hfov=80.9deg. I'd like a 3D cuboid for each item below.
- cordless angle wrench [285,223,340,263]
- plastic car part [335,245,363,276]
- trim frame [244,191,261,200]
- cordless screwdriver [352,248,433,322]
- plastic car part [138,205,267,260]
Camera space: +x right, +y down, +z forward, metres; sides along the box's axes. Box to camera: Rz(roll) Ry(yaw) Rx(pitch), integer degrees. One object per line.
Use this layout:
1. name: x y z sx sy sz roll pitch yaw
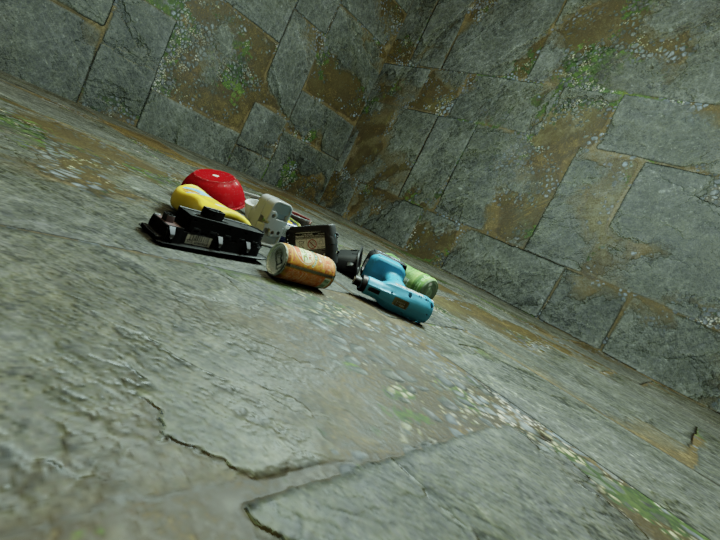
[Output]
1. cordless angle wrench: -0.094 -0.061 0.957 0.098 0.074 0.423 -4 5 -1
2. plastic car part: -0.033 -0.023 0.988 0.072 0.065 0.115 8 10 8
3. trim frame: -0.333 -0.191 1.093 0.262 0.027 0.176 19 17 36
4. cordless screwdriver: 0.044 0.019 0.888 0.156 0.074 0.255 23 12 -13
5. plastic car part: -0.217 -0.057 0.630 0.070 0.067 0.192 22 2 35
